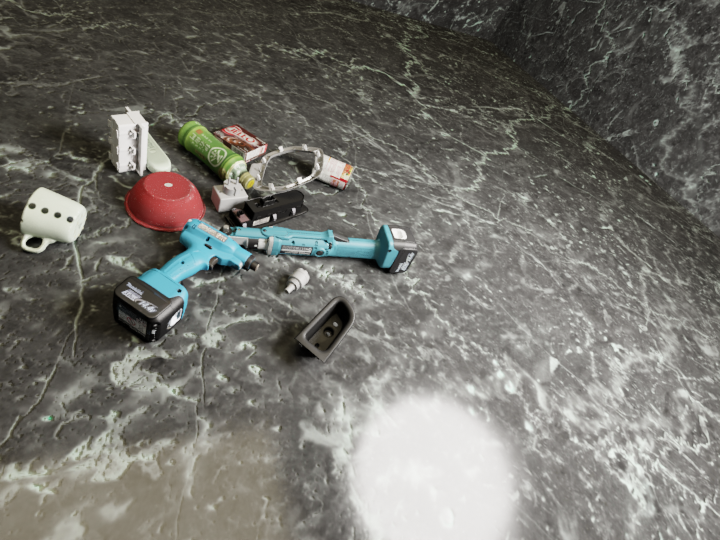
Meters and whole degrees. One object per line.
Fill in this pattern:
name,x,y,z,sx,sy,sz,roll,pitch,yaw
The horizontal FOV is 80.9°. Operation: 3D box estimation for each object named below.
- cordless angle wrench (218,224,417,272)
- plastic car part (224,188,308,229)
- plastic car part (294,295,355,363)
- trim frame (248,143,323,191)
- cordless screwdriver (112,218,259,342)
cordless angle wrench,-0.089,-0.058,0.906,0.412,0.096,0.077,3,48,-16
plastic car part,-0.202,-0.143,0.953,0.196,0.066,0.069,-21,54,-42
plastic car part,-0.059,0.109,0.757,0.067,0.070,0.115,37,60,9
trim frame,-0.182,-0.259,1.044,0.186,0.026,0.256,-9,40,6
cordless screwdriver,-0.295,0.016,0.739,0.160,0.074,0.249,27,42,0
